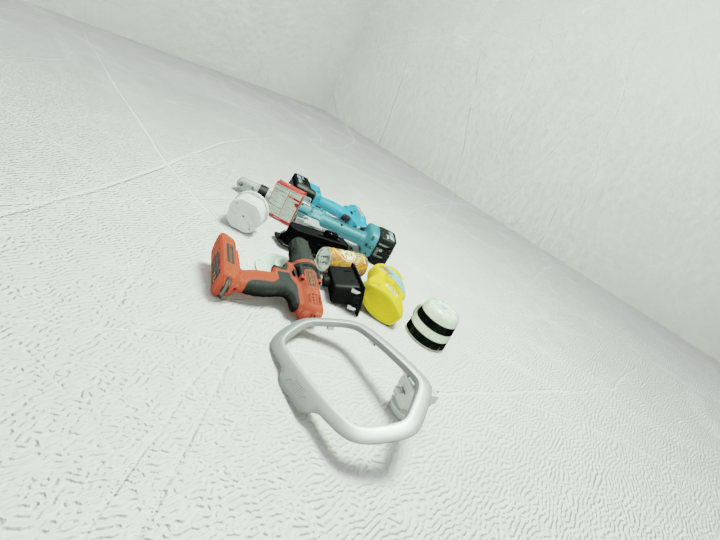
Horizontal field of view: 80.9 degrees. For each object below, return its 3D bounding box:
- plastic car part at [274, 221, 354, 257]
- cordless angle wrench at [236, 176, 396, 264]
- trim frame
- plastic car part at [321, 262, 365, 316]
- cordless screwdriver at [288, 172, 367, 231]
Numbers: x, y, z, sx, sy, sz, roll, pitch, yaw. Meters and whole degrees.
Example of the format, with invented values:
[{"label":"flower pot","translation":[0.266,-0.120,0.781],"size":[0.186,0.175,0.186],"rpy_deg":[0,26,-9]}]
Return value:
[{"label":"plastic car part","translation":[-0.092,-0.060,0.943],"size":[0.194,0.067,0.069],"rpy_deg":[13,34,-27]},{"label":"cordless angle wrench","translation":[-0.116,-0.137,1.068],"size":[0.420,0.074,0.099],"rpy_deg":[24,23,-4]},{"label":"trim frame","translation":[-0.018,0.136,0.578],"size":[0.177,0.027,0.263],"rpy_deg":[-13,35,-35]},{"label":"plastic car part","translation":[-0.039,0.028,0.823],"size":[0.069,0.065,0.121],"rpy_deg":[6,26,-17]},{"label":"cordless screwdriver","translation":[-0.087,-0.167,1.159],"size":[0.238,0.074,0.166],"rpy_deg":[22,23,-26]}]
